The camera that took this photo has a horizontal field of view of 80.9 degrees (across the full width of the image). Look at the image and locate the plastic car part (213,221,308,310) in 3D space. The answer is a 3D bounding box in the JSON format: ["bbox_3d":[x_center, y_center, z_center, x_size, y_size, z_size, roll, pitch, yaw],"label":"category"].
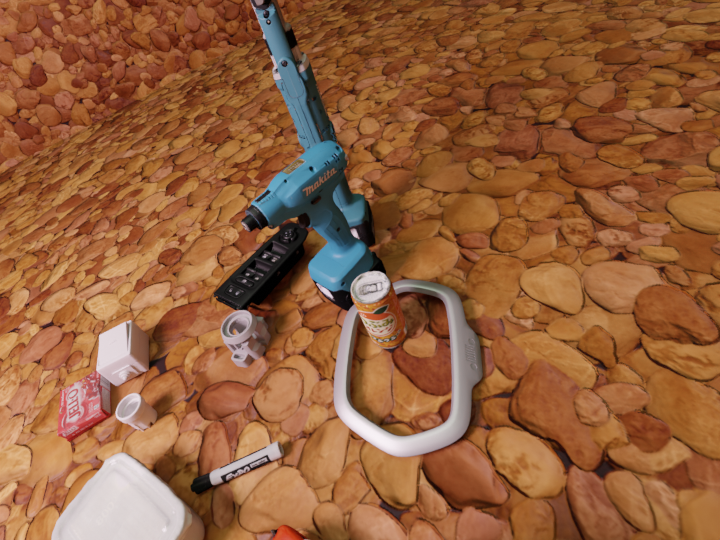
[{"bbox_3d":[-0.155,-0.003,0.731,0.070,0.064,0.202,14,55,34],"label":"plastic car part"}]

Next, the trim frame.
[{"bbox_3d":[0.058,0.110,0.547,0.189,0.026,0.254,-8,45,18],"label":"trim frame"}]

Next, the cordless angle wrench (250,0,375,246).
[{"bbox_3d":[-0.065,-0.203,0.635,0.076,0.403,0.101,-12,43,11],"label":"cordless angle wrench"}]

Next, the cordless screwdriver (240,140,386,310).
[{"bbox_3d":[-0.058,-0.038,0.591,0.158,0.237,0.079,-43,46,-21],"label":"cordless screwdriver"}]
